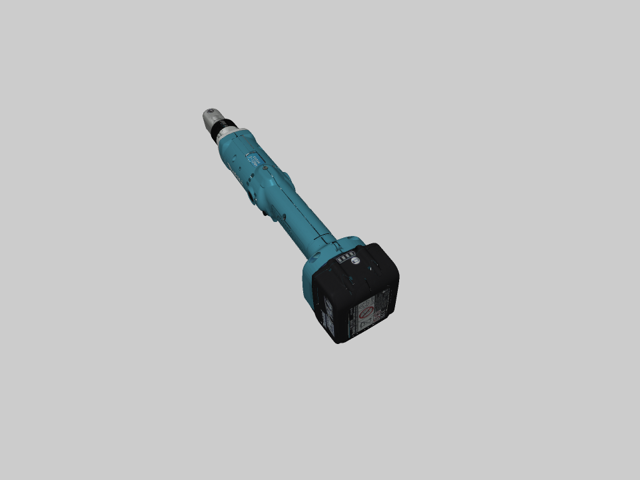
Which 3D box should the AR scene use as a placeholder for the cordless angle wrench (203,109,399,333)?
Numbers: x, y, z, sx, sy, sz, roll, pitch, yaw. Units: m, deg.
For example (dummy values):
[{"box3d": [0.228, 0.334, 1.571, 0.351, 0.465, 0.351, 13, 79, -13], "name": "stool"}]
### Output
[{"box3d": [-0.063, -0.062, 0.534, 0.074, 0.098, 0.422, -26, 52, -18], "name": "cordless angle wrench"}]
